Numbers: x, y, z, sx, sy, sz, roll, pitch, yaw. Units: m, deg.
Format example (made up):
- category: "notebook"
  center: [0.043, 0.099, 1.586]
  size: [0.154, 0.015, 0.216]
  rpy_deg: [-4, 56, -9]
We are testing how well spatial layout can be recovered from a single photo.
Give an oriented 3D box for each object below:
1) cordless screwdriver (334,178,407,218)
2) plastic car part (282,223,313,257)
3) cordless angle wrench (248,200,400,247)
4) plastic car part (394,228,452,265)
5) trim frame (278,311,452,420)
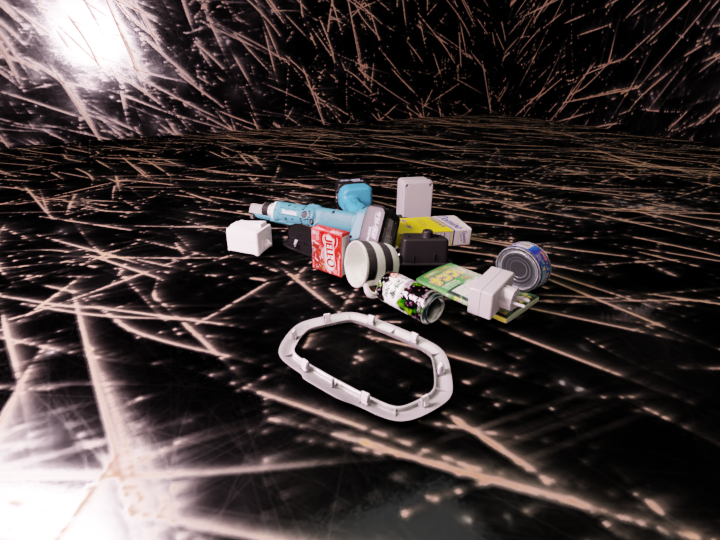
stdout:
- category: "cordless screwdriver"
  center: [0.016, -0.167, 1.101]
  size: [0.158, 0.072, 0.258]
  rpy_deg: [-4, 30, -7]
- category: "plastic car part"
  center: [-0.088, -0.058, 0.900]
  size: [0.214, 0.065, 0.065]
  rpy_deg: [16, 40, 36]
- category: "cordless angle wrench"
  center: [-0.115, -0.124, 0.999]
  size: [0.446, 0.098, 0.070]
  rpy_deg: [14, -2, 36]
- category: "plastic car part"
  center: [0.127, -0.049, 0.861]
  size: [0.117, 0.069, 0.067]
  rpy_deg: [-2, 26, 4]
- category: "trim frame"
  center: [0.004, 0.117, 0.580]
  size: [0.262, 0.027, 0.179]
  rpy_deg: [20, 34, 33]
